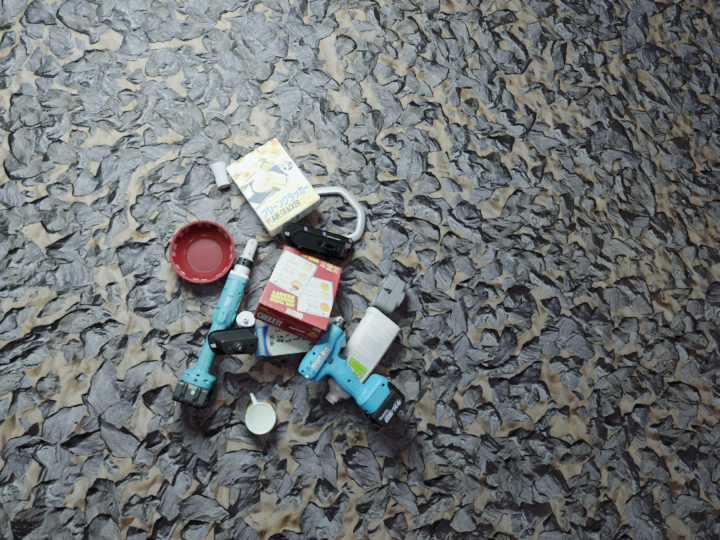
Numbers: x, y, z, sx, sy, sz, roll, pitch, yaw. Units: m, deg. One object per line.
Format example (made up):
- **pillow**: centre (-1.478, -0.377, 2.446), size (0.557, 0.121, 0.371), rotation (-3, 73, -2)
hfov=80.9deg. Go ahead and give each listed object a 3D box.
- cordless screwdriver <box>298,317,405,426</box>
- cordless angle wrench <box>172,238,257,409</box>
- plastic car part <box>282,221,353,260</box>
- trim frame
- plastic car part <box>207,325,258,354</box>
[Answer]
- **cordless screwdriver**: centre (-0.007, 0.240, 1.003), size (0.247, 0.075, 0.159), rotation (37, 79, -5)
- **cordless angle wrench**: centre (-0.336, 0.114, 1.037), size (0.074, 0.098, 0.427), rotation (18, 72, -5)
- **plastic car part**: centre (-0.107, -0.070, 1.094), size (0.196, 0.070, 0.066), rotation (15, 103, -21)
- **trim frame**: centre (-0.107, -0.140, 1.162), size (0.244, 0.027, 0.187), rotation (-10, 78, -13)
- **plastic car part**: centre (-0.281, 0.168, 0.962), size (0.111, 0.074, 0.066), rotation (2, 93, -41)
